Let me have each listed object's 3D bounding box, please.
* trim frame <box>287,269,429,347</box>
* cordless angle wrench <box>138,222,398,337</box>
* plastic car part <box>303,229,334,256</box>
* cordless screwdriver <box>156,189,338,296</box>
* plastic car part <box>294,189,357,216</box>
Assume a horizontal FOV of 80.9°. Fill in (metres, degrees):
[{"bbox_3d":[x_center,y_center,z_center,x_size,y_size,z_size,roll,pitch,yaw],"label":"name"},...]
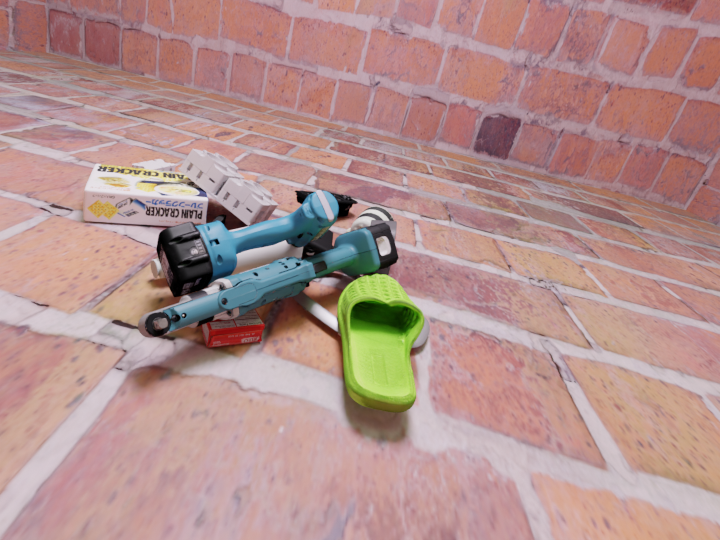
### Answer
[{"bbox_3d":[-0.006,0.053,0.683,0.262,0.027,0.177,28,30,32],"label":"trim frame"},{"bbox_3d":[-0.102,0.009,0.595,0.102,0.074,0.408,-13,6,43],"label":"cordless angle wrench"},{"bbox_3d":[-0.082,-0.053,0.835,0.069,0.066,0.120,23,26,-16],"label":"plastic car part"},{"bbox_3d":[-0.161,-0.038,0.617,0.242,0.075,0.161,-22,-7,-26],"label":"cordless screwdriver"},{"bbox_3d":[-0.077,-0.157,1.028,0.070,0.066,0.195,21,21,30],"label":"plastic car part"}]
